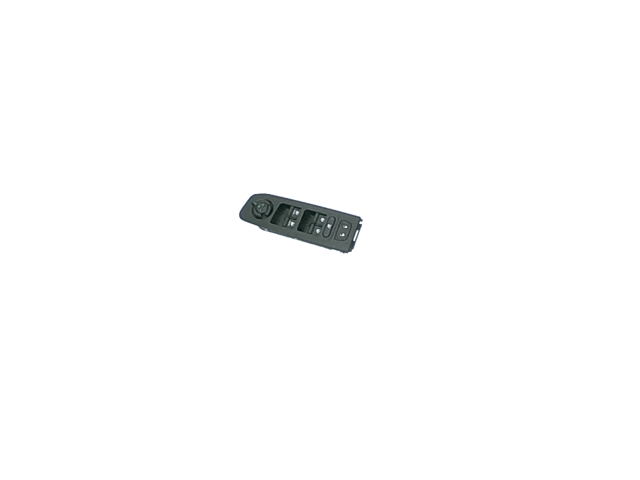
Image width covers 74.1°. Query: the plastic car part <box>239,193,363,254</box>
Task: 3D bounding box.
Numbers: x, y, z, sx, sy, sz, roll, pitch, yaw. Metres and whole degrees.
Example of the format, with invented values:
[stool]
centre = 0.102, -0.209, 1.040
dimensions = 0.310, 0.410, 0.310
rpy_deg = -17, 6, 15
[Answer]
[plastic car part]
centre = -0.033, -0.028, 0.707
dimensions = 0.203, 0.066, 0.067
rpy_deg = 17, -14, 12
